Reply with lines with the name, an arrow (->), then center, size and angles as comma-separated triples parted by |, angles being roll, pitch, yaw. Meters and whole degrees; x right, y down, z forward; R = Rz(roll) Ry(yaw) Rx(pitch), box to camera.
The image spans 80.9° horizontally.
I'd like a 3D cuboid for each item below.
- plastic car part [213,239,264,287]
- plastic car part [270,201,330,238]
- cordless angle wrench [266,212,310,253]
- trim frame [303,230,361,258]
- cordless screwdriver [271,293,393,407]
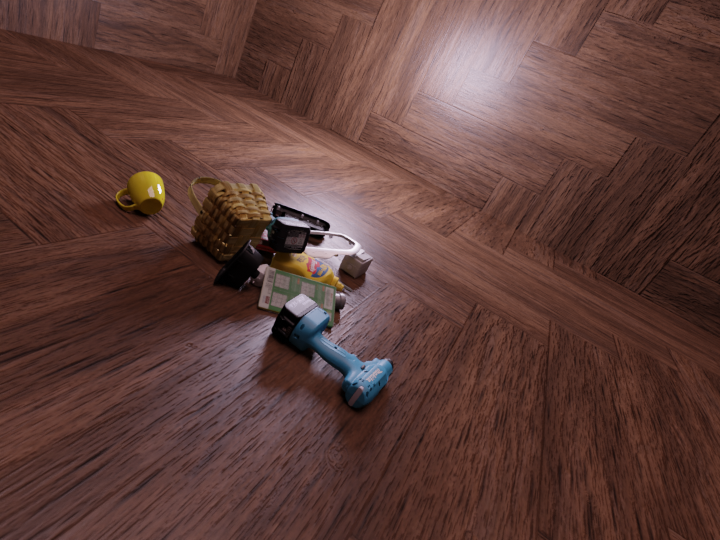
plastic car part -> -0.263, -0.005, 0.949 | 0.068, 0.118, 0.068 | 44, 19, -20
plastic car part -> -0.189, -0.151, 1.348 | 0.196, 0.066, 0.069 | 16, 36, -18
cordless angle wrench -> -0.288, -0.161, 1.189 | 0.093, 0.074, 0.448 | 4, 20, -40
trim frame -> -0.121, -0.079, 1.238 | 0.247, 0.027, 0.189 | 6, 23, -6
cordless screwdriver -> -0.050, 0.152, 0.861 | 0.258, 0.074, 0.154 | 38, 27, 19
